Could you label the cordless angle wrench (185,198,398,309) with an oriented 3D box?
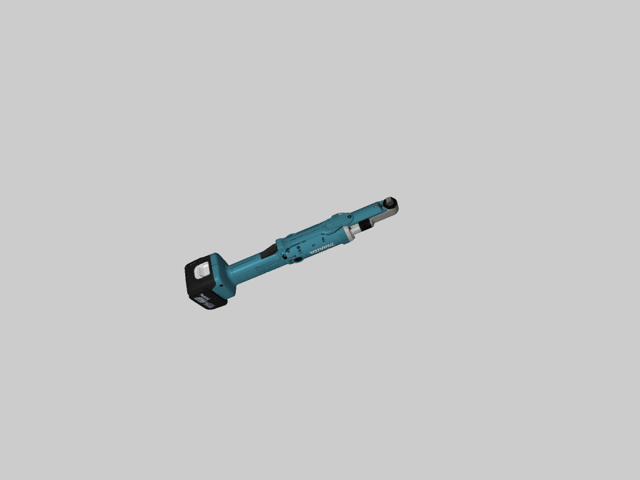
[{"bbox_3d":[-0.051,0.015,0.809,0.423,0.074,0.098,-22,-33,7],"label":"cordless angle wrench"}]
